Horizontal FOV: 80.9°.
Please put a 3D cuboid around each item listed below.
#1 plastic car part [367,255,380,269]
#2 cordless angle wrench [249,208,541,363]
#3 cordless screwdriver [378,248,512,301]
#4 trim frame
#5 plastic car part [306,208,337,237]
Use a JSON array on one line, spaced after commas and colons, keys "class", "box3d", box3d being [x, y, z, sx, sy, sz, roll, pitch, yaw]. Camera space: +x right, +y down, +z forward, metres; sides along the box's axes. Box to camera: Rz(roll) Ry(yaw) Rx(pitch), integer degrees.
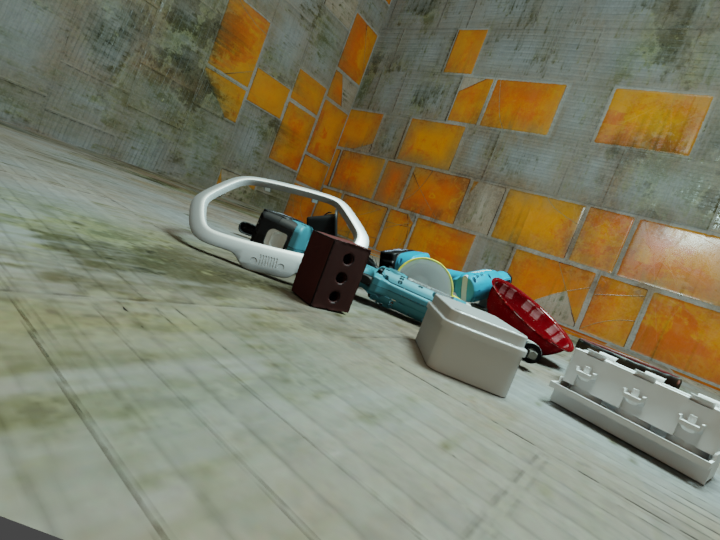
[{"class": "plastic car part", "box3d": [0.010, -0.003, 0.809, 0.066, 0.066, 0.205, 30, 4, -8]}, {"class": "cordless angle wrench", "box3d": [0.040, 0.025, 0.606, 0.435, 0.074, 0.095, 24, 5, 14]}, {"class": "cordless screwdriver", "box3d": [0.168, 0.007, 0.868, 0.152, 0.073, 0.262, -8, 15, -42]}, {"class": "trim frame", "box3d": [-0.109, -0.065, 0.579, 0.247, 0.027, 0.188, 13, 41, -4]}, {"class": "plastic car part", "box3d": [-0.073, -0.048, 0.743, 0.071, 0.116, 0.066, -3, 4, -1]}]
